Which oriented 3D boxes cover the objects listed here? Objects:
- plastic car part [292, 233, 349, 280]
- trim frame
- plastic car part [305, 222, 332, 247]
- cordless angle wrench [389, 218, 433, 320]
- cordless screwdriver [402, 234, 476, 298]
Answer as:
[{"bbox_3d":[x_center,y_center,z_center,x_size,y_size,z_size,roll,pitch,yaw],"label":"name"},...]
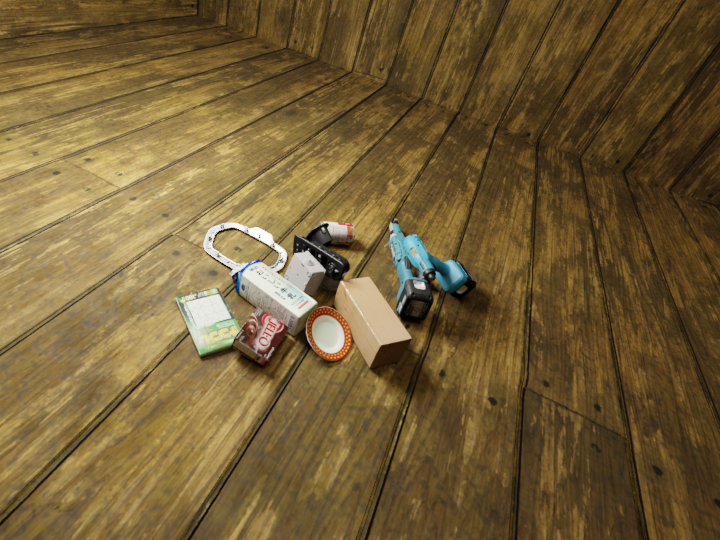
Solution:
[{"bbox_3d":[-0.102,-0.034,1.130,0.064,0.065,0.215,-5,27,-41],"label":"plastic car part"},{"bbox_3d":[-0.326,-0.067,1.199,0.256,0.027,0.182,27,39,16],"label":"trim frame"},{"bbox_3d":[-0.120,-0.078,1.227,0.064,0.118,0.072,-17,75,-37],"label":"plastic car part"},{"bbox_3d":[0.128,-0.029,1.268,0.073,0.096,0.437,9,35,-12],"label":"cordless angle wrench"},{"bbox_3d":[0.227,0.007,1.173,0.236,0.075,0.166,30,26,-35],"label":"cordless screwdriver"}]
